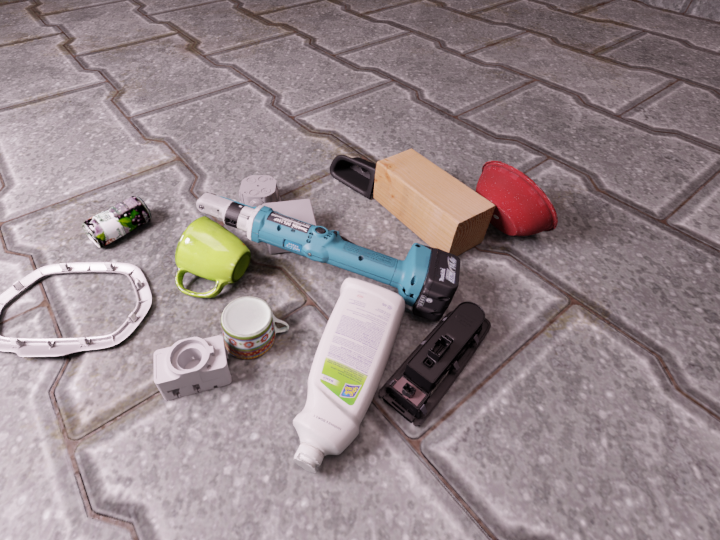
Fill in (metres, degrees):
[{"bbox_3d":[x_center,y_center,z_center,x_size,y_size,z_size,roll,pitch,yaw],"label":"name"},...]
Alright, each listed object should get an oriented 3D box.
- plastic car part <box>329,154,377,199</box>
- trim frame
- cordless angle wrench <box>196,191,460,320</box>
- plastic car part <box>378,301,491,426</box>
[{"bbox_3d":[0.001,-0.205,0.873,0.068,0.065,0.123,-22,46,-41],"label":"plastic car part"},{"bbox_3d":[-0.447,0.053,0.648,0.248,0.027,0.190,0,48,-2],"label":"trim frame"},{"bbox_3d":[-0.065,-0.042,0.661,0.429,0.073,0.098,19,40,8],"label":"cordless angle wrench"},{"bbox_3d":[0.111,0.107,0.576,0.070,0.065,0.199,28,50,31],"label":"plastic car part"}]
